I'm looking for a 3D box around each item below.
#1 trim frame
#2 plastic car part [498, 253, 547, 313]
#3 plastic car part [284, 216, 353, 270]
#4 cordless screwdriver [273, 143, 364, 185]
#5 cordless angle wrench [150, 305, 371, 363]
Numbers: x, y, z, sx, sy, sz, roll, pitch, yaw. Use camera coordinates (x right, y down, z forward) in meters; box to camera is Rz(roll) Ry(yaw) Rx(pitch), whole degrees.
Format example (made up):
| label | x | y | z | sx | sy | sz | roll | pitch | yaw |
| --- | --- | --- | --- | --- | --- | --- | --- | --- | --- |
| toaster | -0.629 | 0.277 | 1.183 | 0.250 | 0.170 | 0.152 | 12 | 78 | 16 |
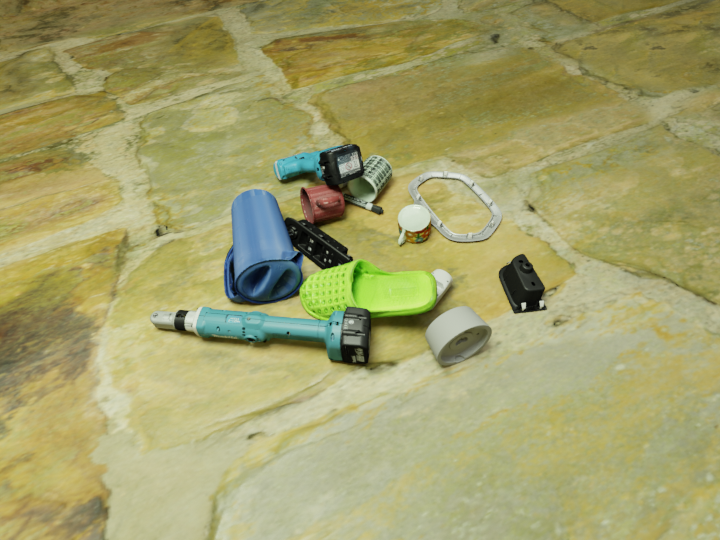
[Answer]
| label | x | y | z | sx | sy | sz | roll | pitch | yaw |
| --- | --- | --- | --- | --- | --- | --- | --- | --- | --- |
| trim frame | 0.221 | -0.162 | 1.011 | 0.182 | 0.026 | 0.260 | -20 | 55 | -11 |
| plastic car part | 0.322 | 0.016 | 0.835 | 0.065 | 0.069 | 0.121 | -7 | 54 | -6 |
| plastic car part | -0.090 | -0.059 | 0.925 | 0.212 | 0.065 | 0.065 | 33 | 45 | 24 |
| cordless screwdriver | -0.087 | -0.264 | 1.029 | 0.155 | 0.072 | 0.262 | -28 | 27 | -32 |
| cordless angle wrench | -0.195 | 0.105 | 0.785 | 0.430 | 0.094 | 0.076 | 4 | 55 | 10 |
